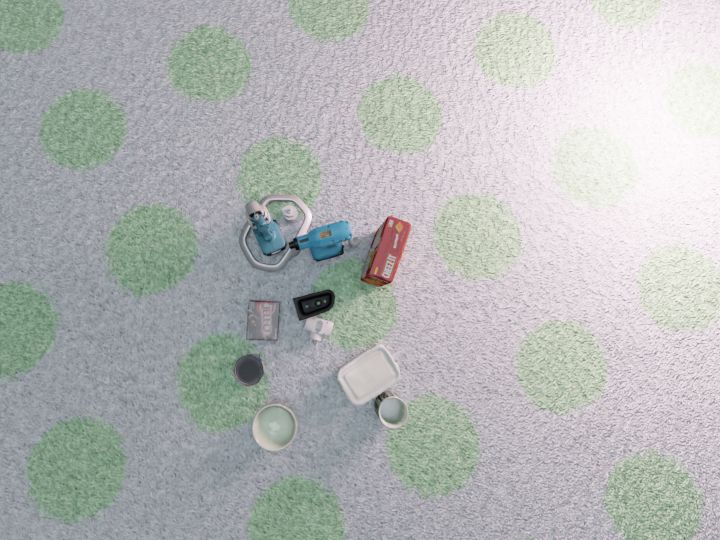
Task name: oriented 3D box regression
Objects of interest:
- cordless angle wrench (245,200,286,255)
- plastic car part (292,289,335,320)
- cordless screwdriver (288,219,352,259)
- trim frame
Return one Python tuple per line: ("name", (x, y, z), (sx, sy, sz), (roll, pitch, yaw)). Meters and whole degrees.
("cordless angle wrench", (-0.245, -0.112, 1.063), (0.074, 0.422, 0.099), (-24, 88, -8))
("plastic car part", (-0.128, 0.096, 1.211), (0.116, 0.071, 0.067), (-17, 85, -5))
("cordless screwdriver", (-0.112, -0.073, 1.148), (0.158, 0.248, 0.075), (-16, 87, -7))
("trim frame", (-0.252, -0.115, 1.262), (0.185, 0.027, 0.248), (29, 82, 3))
